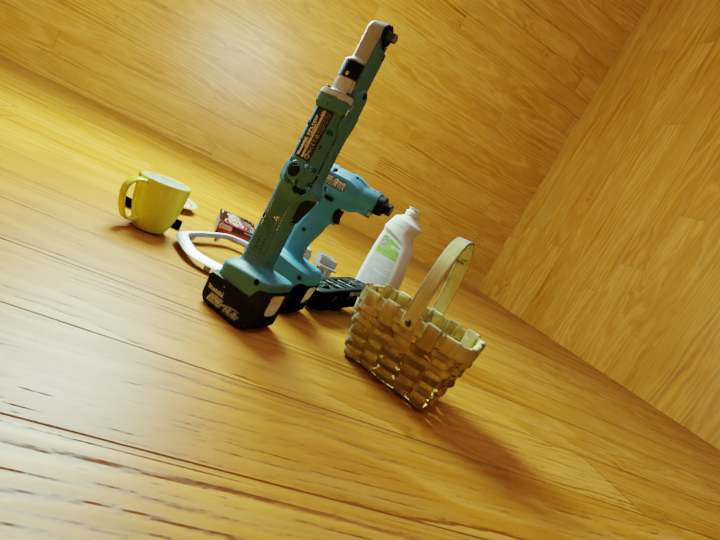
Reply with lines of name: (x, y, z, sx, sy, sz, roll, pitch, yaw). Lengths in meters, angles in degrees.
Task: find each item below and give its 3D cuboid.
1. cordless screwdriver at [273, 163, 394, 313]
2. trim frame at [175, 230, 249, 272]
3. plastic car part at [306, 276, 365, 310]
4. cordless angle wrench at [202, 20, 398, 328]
cordless screwdriver: (-0.067, -0.044, 0.682, 0.165, 0.248, 0.072, 31, 9, 18)
trim frame: (-0.235, -0.025, 0.790, 0.191, 0.027, 0.240, 30, 10, 16)
plastic car part: (-0.050, 0.044, 0.815, 0.069, 0.067, 0.194, 32, 10, 25)
cordless angle wrench: (-0.073, -0.123, 0.554, 0.102, 0.422, 0.071, 32, 9, 23)
